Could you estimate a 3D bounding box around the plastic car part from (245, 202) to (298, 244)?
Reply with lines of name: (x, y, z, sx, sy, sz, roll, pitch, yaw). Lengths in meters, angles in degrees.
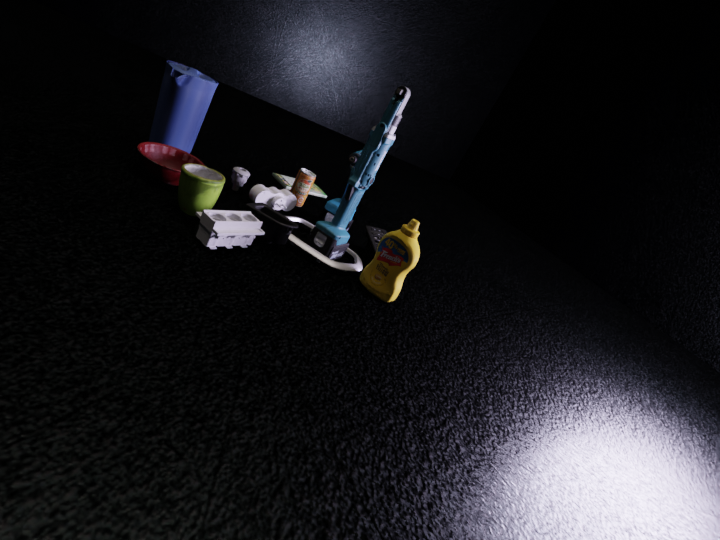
plastic car part: (-0.204, -0.097, 0.946, 0.121, 0.070, 0.064, 34, 22, 18)

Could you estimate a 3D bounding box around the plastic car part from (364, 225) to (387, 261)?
plastic car part: (0.050, -0.051, 1.130, 0.064, 0.067, 0.211, 19, 23, -21)

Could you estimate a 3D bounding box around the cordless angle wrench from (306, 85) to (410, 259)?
cordless angle wrench: (0.003, -0.217, 0.974, 0.077, 0.421, 0.094, 37, 23, 19)

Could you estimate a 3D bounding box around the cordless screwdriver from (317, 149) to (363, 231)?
cordless screwdriver: (-0.038, -0.213, 1.153, 0.076, 0.248, 0.155, 34, 22, 12)

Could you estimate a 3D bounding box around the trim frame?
trim frame: (-0.103, -0.067, 1.051, 0.254, 0.027, 0.181, 31, 22, 10)
